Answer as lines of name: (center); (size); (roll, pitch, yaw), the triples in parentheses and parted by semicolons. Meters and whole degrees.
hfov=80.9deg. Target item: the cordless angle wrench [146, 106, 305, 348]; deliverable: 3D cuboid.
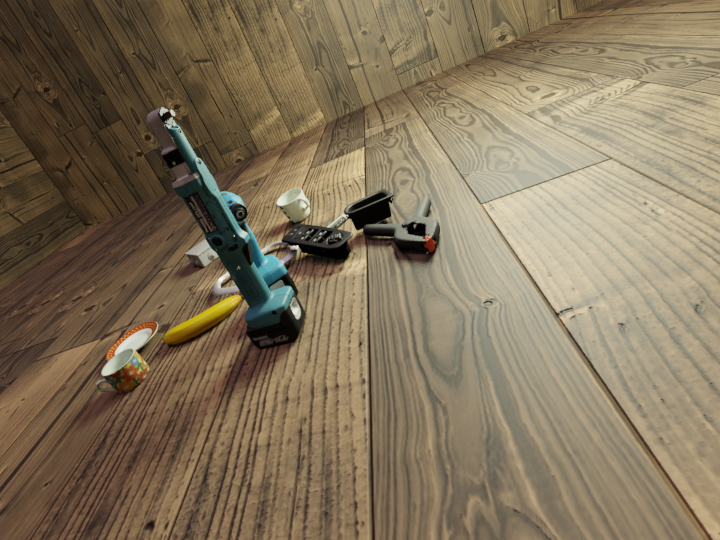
cordless angle wrench: (-0.219, -0.058, 0.686); (0.100, 0.408, 0.075); (-16, 25, 20)

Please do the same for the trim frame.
trim frame: (-0.258, -0.009, 1.054); (0.245, 0.026, 0.194); (-40, 30, -25)

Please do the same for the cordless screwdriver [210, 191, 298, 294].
cordless screwdriver: (-0.204, -0.036, 0.820); (0.073, 0.240, 0.167); (-32, 25, -17)

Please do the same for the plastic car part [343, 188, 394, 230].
plastic car part: (0.023, -0.133, 0.982); (0.116, 0.068, 0.069); (-27, 25, -3)

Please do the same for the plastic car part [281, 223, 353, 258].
plastic car part: (-0.094, -0.062, 0.962); (0.213, 0.064, 0.065); (8, 41, 48)
